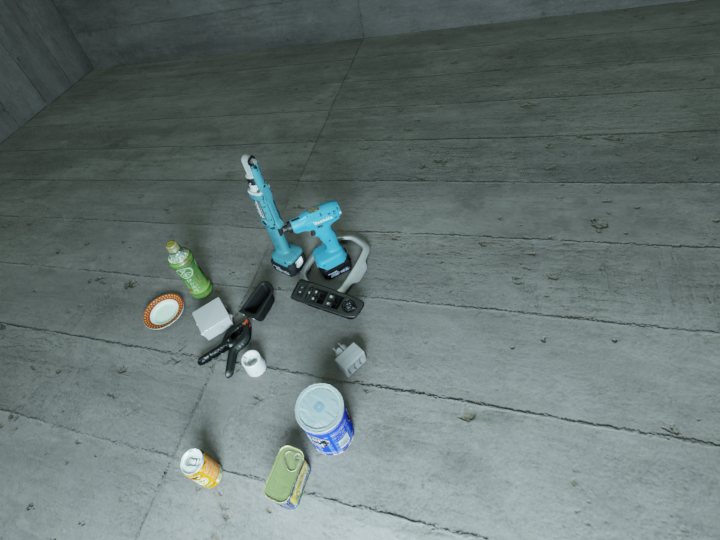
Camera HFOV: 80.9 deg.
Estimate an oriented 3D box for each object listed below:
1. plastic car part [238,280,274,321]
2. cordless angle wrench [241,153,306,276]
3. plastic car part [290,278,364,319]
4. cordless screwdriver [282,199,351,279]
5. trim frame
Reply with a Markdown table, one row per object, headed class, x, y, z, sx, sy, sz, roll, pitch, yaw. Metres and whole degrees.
| class | x | y | z | sx | sy | sz | roll | pitch | yaw |
| --- | --- | --- | --- | --- | --- | --- | --- | --- | --- |
| plastic car part | -0.278 | 0.096 | 1.198 | 0.069 | 0.068 | 0.116 | 15 | 55 | 25 |
| cordless angle wrench | -0.248 | -0.147 | 1.173 | 0.103 | 0.405 | 0.074 | 23 | 57 | 28 |
| plastic car part | -0.087 | 0.089 | 1.154 | 0.212 | 0.064 | 0.066 | 14 | 54 | 25 |
| cordless screwdriver | -0.116 | -0.076 | 1.188 | 0.158 | 0.238 | 0.078 | -22 | 48 | -7 |
| trim frame | -0.075 | -0.017 | 1.268 | 0.193 | 0.026 | 0.248 | 15 | 55 | 26 |
